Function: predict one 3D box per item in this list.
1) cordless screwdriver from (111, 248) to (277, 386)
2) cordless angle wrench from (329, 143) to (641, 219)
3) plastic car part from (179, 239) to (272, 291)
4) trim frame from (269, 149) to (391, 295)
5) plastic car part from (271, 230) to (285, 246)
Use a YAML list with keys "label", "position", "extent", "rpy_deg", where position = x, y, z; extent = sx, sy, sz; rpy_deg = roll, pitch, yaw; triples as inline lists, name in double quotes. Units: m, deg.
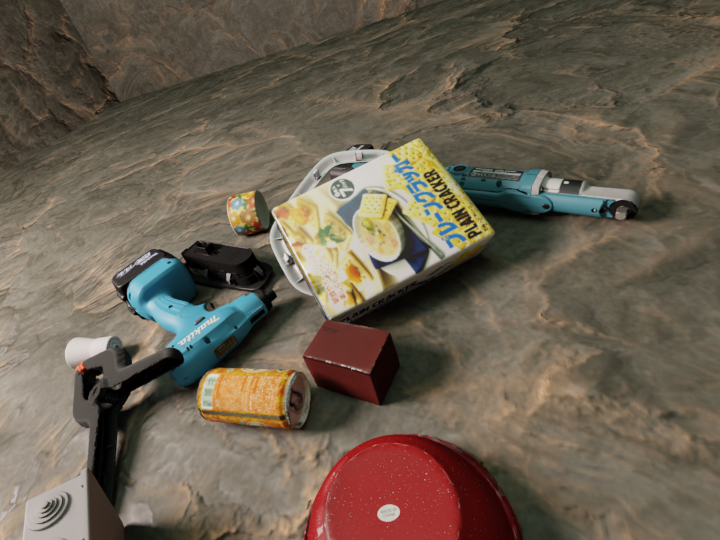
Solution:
- label: "cordless screwdriver"
  position: [-0.240, 0.040, 0.598]
  extent: [0.157, 0.071, 0.263]
  rpy_deg: [-40, 44, -24]
- label: "cordless angle wrench"
  position: [0.143, -0.123, 0.610]
  extent: [0.446, 0.071, 0.097]
  rpy_deg: [16, 50, 37]
- label: "plastic car part"
  position: [-0.222, -0.015, 0.668]
  extent: [0.213, 0.064, 0.065]
  rpy_deg: [12, 40, 34]
- label: "trim frame"
  position: [-0.016, -0.075, 0.585]
  extent: [0.190, 0.026, 0.248]
  rpy_deg: [28, 70, 18]
- label: "plastic car part"
  position: [-0.061, -0.040, 0.621]
  extent: [0.115, 0.063, 0.075]
  rpy_deg: [-28, 51, -14]
